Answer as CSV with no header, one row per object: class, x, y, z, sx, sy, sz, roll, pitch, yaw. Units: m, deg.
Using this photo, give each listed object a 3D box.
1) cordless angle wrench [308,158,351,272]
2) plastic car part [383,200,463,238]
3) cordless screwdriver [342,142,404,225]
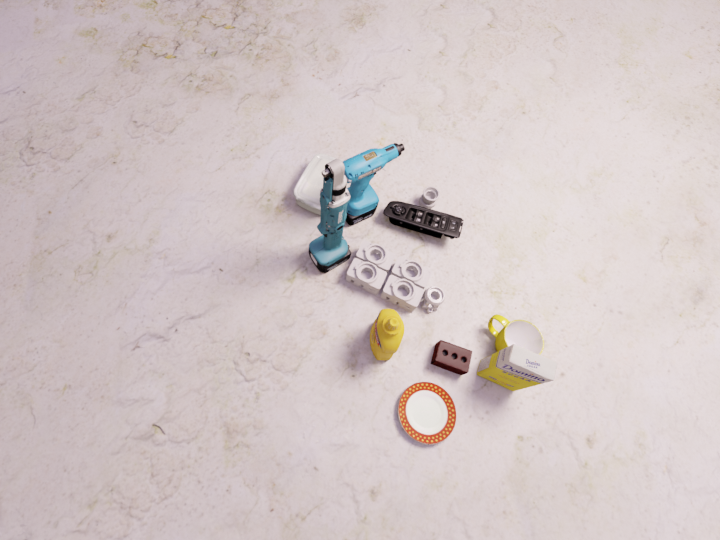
cordless angle wrench,-0.061,-0.110,0.914,0.097,0.415,0.076,-30,75,-16
plastic car part,0.160,-0.131,1.114,0.206,0.065,0.067,20,68,7
cordless screwdriver,0.020,-0.217,1.054,0.157,0.244,0.077,-26,74,-14
